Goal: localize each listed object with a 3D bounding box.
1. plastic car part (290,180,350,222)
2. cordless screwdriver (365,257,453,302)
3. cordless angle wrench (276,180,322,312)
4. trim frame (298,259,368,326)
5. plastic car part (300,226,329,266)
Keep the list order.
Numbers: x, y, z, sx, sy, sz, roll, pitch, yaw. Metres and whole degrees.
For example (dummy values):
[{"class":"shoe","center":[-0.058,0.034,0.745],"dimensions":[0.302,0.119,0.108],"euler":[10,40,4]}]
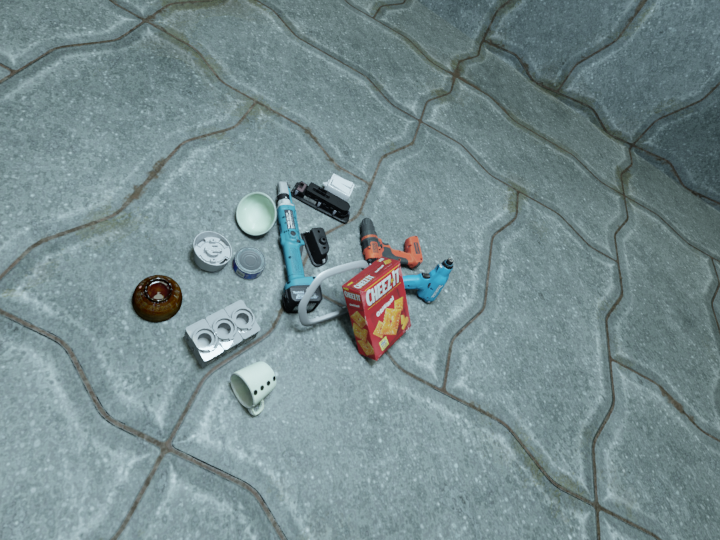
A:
[{"class":"plastic car part","center":[-0.114,-0.224,1.325],"dimensions":[0.201,0.067,0.067],"euler":[31,45,-6]},{"class":"cordless screwdriver","center":[0.136,0.012,1.212],"dimensions":[0.242,0.157,0.077],"euler":[9,41,-17]},{"class":"cordless angle wrench","center":[-0.196,-0.089,1.196],"dimensions":[0.094,0.074,0.439],"euler":[0,57,-25]},{"class":"trim frame","center":[-0.061,0.060,1.086],"dimensions":[0.239,0.180,0.029],"euler":[-18,41,-41]},{"class":"plastic car part","center":[-0.119,-0.078,1.219],"dimensions":[0.064,0.071,0.121],"euler":[-7,60,-28]}]
